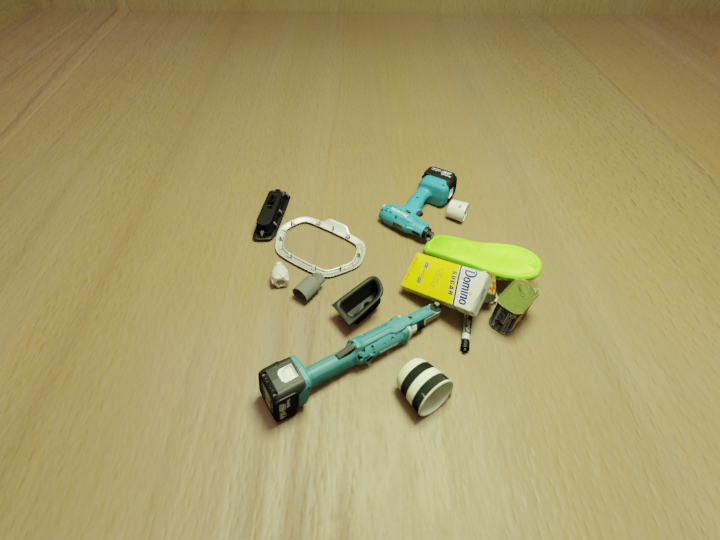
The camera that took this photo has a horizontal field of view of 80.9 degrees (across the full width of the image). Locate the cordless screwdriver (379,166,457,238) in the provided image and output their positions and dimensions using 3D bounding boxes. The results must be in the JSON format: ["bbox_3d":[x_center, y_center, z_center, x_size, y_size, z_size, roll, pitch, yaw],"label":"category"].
[{"bbox_3d":[0.186,-0.184,1.174,0.167,0.071,0.245,30,57,29],"label":"cordless screwdriver"}]

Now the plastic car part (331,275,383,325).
[{"bbox_3d":[0.006,0.074,0.934,0.115,0.068,0.069,-37,57,-11],"label":"plastic car part"}]

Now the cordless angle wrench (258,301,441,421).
[{"bbox_3d":[0.002,0.158,0.852,0.412,0.095,0.078,-23,52,-25],"label":"cordless angle wrench"}]

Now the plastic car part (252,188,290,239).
[{"bbox_3d":[-0.246,-0.164,1.170,0.066,0.065,0.207,11,50,-2],"label":"plastic car part"}]

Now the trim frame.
[{"bbox_3d":[-0.108,-0.070,1.102,0.259,0.026,0.182,25,51,24],"label":"trim frame"}]
